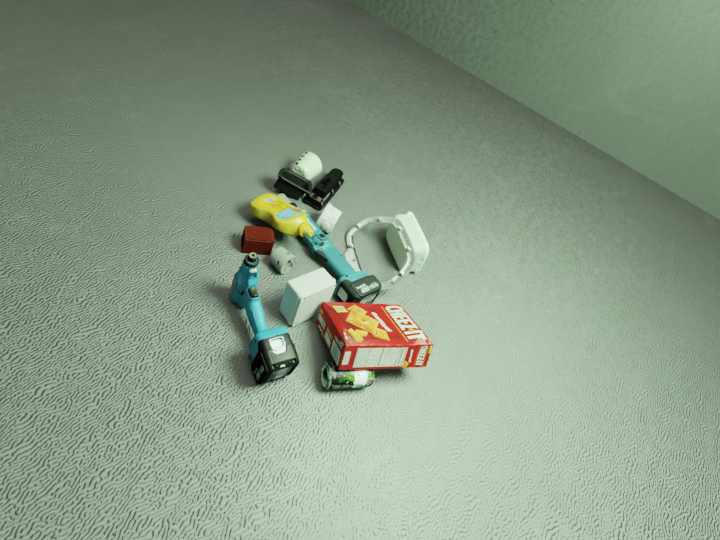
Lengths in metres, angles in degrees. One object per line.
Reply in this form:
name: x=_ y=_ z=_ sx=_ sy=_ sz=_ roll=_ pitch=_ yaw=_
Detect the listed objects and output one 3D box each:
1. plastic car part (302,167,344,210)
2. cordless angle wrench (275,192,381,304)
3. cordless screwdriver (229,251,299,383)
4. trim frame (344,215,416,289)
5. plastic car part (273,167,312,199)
plastic car part: x=-0.108 y=-0.270 z=1.342 sx=0.068 sy=0.066 sz=0.202 roll=24 pitch=41 yaw=8
cordless angle wrench: x=-0.112 y=-0.073 z=1.143 sx=0.095 sy=0.073 sz=0.443 roll=-19 pitch=55 yaw=-36
cordless screwdriver: x=-0.206 y=0.093 z=0.877 sx=0.071 sy=0.158 sz=0.260 roll=-9 pitch=55 yaw=-33
trim frame: x=0.047 y=-0.055 z=1.156 sx=0.186 sy=0.026 sz=0.259 roll=-23 pitch=54 yaw=11
plastic car part: x=-0.211 y=-0.253 z=1.271 sx=0.111 sy=0.071 sz=0.068 roll=22 pitch=40 yaw=-28
